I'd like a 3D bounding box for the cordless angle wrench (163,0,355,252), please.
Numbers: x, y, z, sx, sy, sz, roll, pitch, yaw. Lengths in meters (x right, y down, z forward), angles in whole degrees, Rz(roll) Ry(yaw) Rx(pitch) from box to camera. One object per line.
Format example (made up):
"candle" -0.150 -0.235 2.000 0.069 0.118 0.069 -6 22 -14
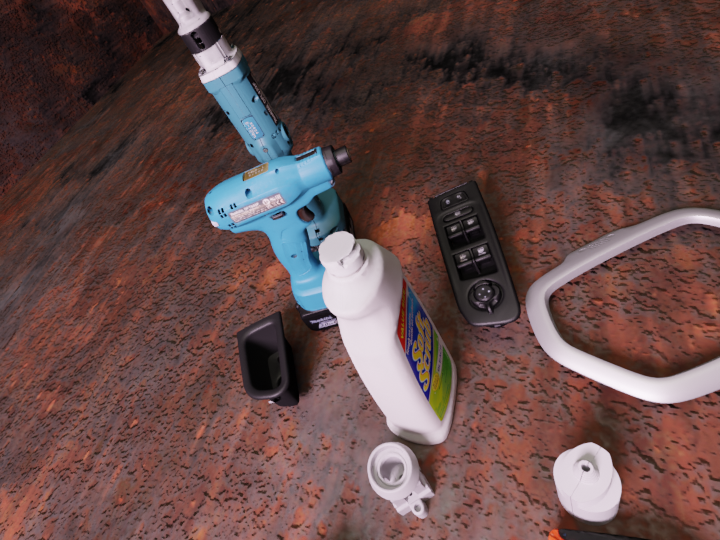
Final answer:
"cordless angle wrench" -0.117 -0.168 0.540 0.076 0.401 0.101 -19 45 13

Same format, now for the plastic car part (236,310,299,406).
"plastic car part" -0.106 0.122 0.525 0.066 0.067 0.122 -29 44 4

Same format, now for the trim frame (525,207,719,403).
"trim frame" 0.292 0.022 0.410 0.249 0.026 0.193 -30 44 4

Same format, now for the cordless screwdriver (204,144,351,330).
"cordless screwdriver" -0.049 -0.032 0.503 0.162 0.236 0.077 -19 45 13

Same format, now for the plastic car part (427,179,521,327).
"plastic car part" 0.135 -0.014 0.505 0.068 0.063 0.210 -18 46 15
